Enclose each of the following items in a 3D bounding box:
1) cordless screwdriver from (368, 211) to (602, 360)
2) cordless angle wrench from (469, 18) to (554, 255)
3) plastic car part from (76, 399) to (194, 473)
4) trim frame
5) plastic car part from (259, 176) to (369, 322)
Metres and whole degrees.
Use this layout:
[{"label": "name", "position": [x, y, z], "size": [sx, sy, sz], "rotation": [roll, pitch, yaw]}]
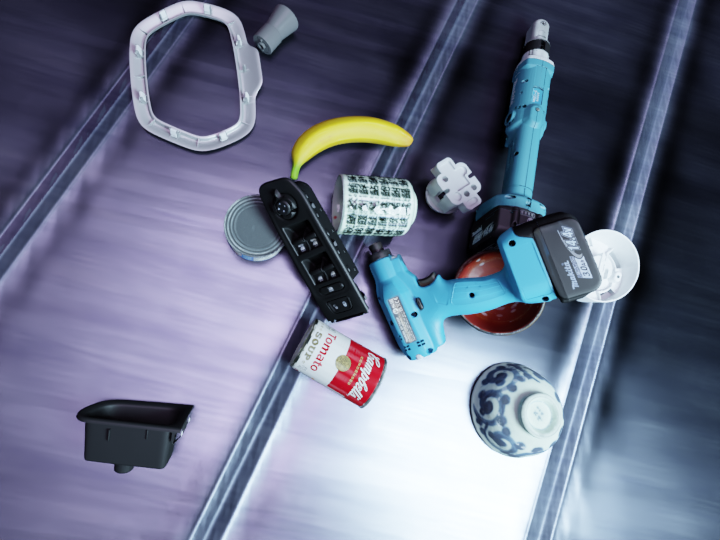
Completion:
[{"label": "cordless screwdriver", "position": [0.135, -0.002, 0.520], "size": [0.254, 0.072, 0.161], "rotation": [-25, 82, 23]}, {"label": "cordless angle wrench", "position": [0.248, -0.220, 0.639], "size": [0.074, 0.097, 0.427], "rotation": [17, 71, -5]}, {"label": "plastic car part", "position": [-0.256, 0.191, 0.478], "size": [0.115, 0.067, 0.071], "rotation": [4, 91, -6]}, {"label": "trim frame", "position": [-0.237, -0.289, 0.613], "size": [0.181, 0.027, 0.253], "rotation": [-7, 76, -12]}, {"label": "plastic car part", "position": [-0.053, -0.035, 0.540], "size": [0.198, 0.069, 0.066], "rotation": [58, 42, -14]}]
